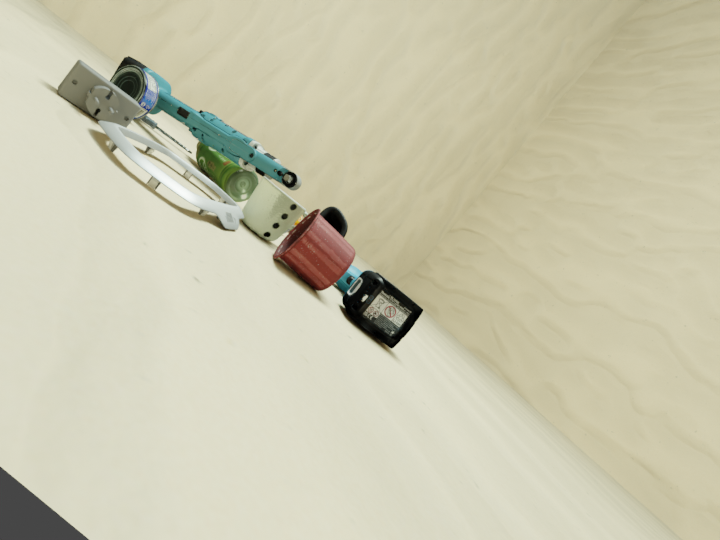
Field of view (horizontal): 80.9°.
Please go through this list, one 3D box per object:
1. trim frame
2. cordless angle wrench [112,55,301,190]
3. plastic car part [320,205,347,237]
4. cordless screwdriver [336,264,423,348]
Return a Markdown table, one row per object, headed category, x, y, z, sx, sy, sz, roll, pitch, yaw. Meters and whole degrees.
| category | x | y | z | sx | sy | sz | roll | pitch | yaw |
| --- | --- | --- | --- | --- | --- | --- | --- | --- | --- |
| trim frame | -0.229 | -0.117 | 0.540 | 0.185 | 0.027 | 0.248 | 39 | 1 | 0 |
| cordless angle wrench | -0.274 | -0.254 | 0.757 | 0.437 | 0.074 | 0.095 | 34 | 4 | 17 |
| plastic car part | -0.070 | -0.046 | 0.717 | 0.067 | 0.116 | 0.070 | 40 | -20 | 7 |
| cordless screwdriver | -0.003 | 0.029 | 0.699 | 0.157 | 0.074 | 0.253 | 39 | -1 | -10 |
